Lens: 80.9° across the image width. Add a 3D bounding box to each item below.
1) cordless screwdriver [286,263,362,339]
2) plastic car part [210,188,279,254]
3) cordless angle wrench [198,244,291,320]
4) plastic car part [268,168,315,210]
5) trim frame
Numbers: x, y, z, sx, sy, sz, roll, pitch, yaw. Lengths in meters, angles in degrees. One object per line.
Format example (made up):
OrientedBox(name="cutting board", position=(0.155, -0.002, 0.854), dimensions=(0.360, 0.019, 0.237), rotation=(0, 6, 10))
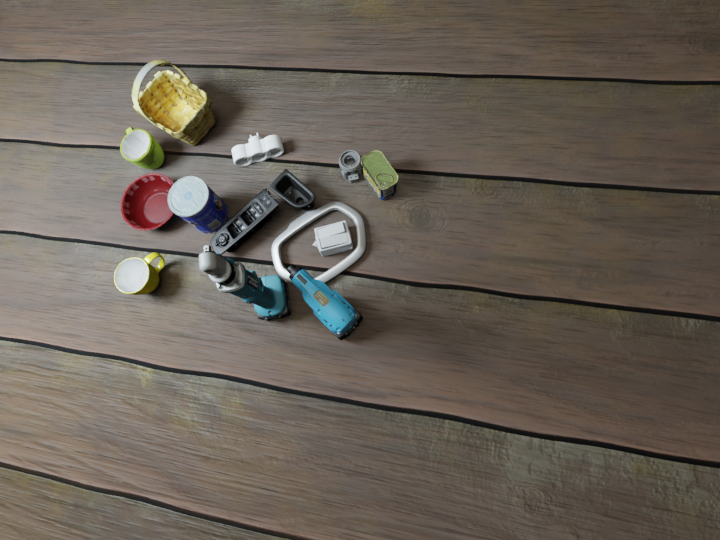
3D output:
OrientedBox(name="cordless screwdriver", position=(-0.073, 0.068, 0.888), dimensions=(0.164, 0.242, 0.074), rotation=(43, 84, 13))
OrientedBox(name="plastic car part", position=(-0.290, -0.114, 1.063), dimensions=(0.202, 0.065, 0.068), rotation=(-41, 76, -4))
OrientedBox(name="cordless angle wrench", position=(-0.220, 0.031, 0.832), dimensions=(0.075, 0.412, 0.100), rotation=(-10, 77, 1))
OrientedBox(name="plastic car part", position=(-0.162, -0.188, 1.062), dimensions=(0.120, 0.069, 0.066), rotation=(40, 83, 15))
OrientedBox(name="trim frame", position=(-0.102, -0.067, 1.041), dimensions=(0.248, 0.027, 0.190), rotation=(-36, 73, -2))
